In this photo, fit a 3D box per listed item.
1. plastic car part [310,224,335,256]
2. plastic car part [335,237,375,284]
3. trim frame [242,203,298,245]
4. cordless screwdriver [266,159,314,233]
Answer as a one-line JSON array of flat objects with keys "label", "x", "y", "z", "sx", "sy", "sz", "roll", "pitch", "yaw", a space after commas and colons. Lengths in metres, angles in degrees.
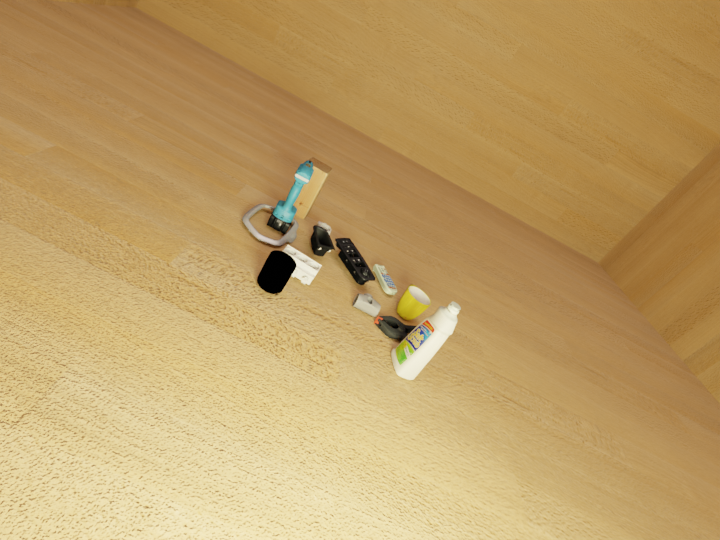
[{"label": "plastic car part", "x": -0.141, "y": -0.092, "z": 1.441, "sx": 0.063, "sy": 0.071, "sz": 0.122, "roll": 14, "pitch": 32, "yaw": -30}, {"label": "plastic car part", "x": -0.026, "y": -0.026, "z": 1.446, "sx": 0.063, "sy": 0.067, "sz": 0.214, "roll": 3, "pitch": 39, "yaw": -42}, {"label": "trim frame", "x": -0.301, "y": -0.157, "z": 1.443, "sx": 0.184, "sy": 0.027, "sz": 0.249, "roll": 29, "pitch": 28, "yaw": -2}, {"label": "cordless screwdriver", "x": -0.229, "y": -0.257, "z": 1.438, "sx": 0.073, "sy": 0.248, "sz": 0.162, "roll": 27, "pitch": 29, "yaw": -12}]
